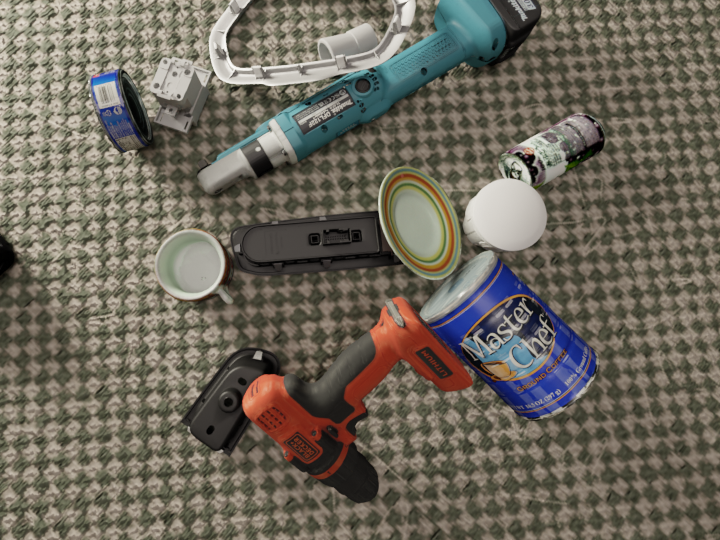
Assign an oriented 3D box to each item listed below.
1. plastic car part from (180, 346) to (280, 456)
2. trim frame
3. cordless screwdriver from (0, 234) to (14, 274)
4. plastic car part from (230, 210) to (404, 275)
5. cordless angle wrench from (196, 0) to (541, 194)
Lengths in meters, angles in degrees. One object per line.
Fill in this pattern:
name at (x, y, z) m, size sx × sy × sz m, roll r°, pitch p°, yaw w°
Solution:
plastic car part at (-0.135, 0.135, 0.439) m, size 0.066 × 0.071 × 0.116 m, roll 34°, pitch 86°, yaw -1°
trim frame at (-0.064, -0.287, 0.488) m, size 0.254 × 0.026 × 0.187 m, roll 1°, pitch 73°, yaw 13°
cordless screwdriver at (-0.516, 0.021, 0.446) m, size 0.161 × 0.074 × 0.248 m, roll 45°, pitch 87°, yaw 4°
plastic car part at (-0.046, -0.030, 0.470) m, size 0.203 × 0.067 × 0.066 m, roll -5°, pitch 91°, yaw 0°
cordless angle wrench at (0.001, -0.204, 0.491) m, size 0.422 × 0.074 × 0.099 m, roll -32°, pitch 86°, yaw -3°
